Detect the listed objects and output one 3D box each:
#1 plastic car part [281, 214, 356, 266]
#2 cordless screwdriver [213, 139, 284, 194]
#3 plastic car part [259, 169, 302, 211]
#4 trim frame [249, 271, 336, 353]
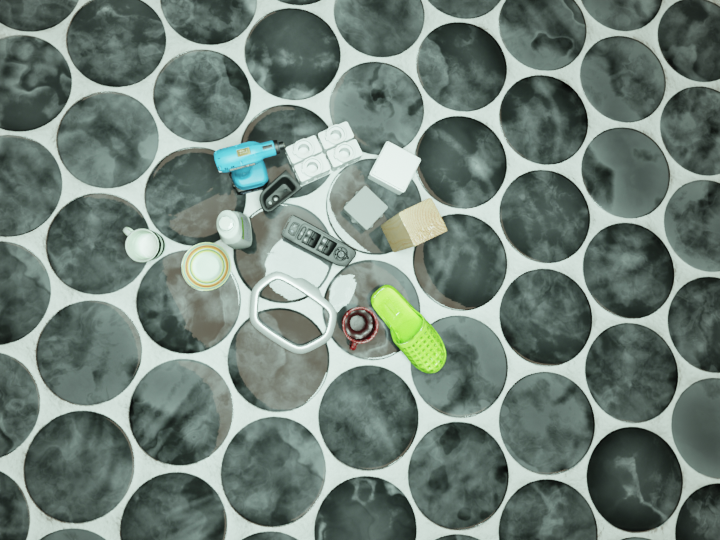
[{"bbox_3d":[-0.111,-0.073,1.139,0.203,0.067,0.066,28,84,-1],"label":"plastic car part"},{"bbox_3d":[-0.265,-0.262,1.056,0.158,0.250,0.074,-16,91,-8],"label":"cordless screwdriver"},{"bbox_3d":[-0.223,-0.204,1.142,0.116,0.071,0.066,-42,92,-6],"label":"plastic car part"},{"bbox_3d":[-0.183,0.112,1.138,0.248,0.027,0.184,33,84,0],"label":"trim frame"}]
